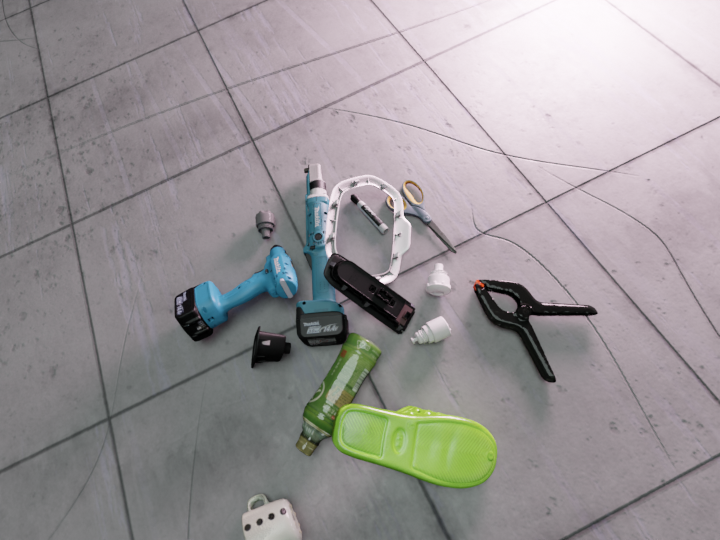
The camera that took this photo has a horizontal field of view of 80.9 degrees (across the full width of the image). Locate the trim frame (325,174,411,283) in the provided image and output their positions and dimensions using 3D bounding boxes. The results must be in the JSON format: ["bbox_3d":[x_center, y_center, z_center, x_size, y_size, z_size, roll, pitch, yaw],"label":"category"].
[{"bbox_3d":[0.018,-0.089,0.878,0.179,0.028,0.253,12,67,-16],"label":"trim frame"}]

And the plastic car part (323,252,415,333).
[{"bbox_3d":[0.019,0.042,0.800,0.202,0.067,0.066,35,80,-3],"label":"plastic car part"}]

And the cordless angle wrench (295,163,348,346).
[{"bbox_3d":[-0.088,-0.058,0.902,0.099,0.072,0.435,-7,63,4],"label":"cordless angle wrench"}]

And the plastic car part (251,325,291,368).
[{"bbox_3d":[-0.170,0.147,0.805,0.069,0.117,0.067,9,66,-17],"label":"plastic car part"}]

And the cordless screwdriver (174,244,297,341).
[{"bbox_3d":[-0.254,0.034,0.874,0.249,0.071,0.167,-25,36,0],"label":"cordless screwdriver"}]
